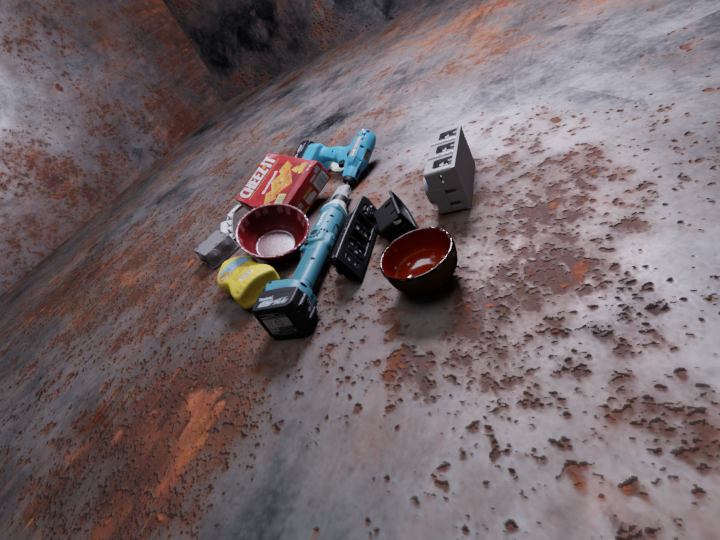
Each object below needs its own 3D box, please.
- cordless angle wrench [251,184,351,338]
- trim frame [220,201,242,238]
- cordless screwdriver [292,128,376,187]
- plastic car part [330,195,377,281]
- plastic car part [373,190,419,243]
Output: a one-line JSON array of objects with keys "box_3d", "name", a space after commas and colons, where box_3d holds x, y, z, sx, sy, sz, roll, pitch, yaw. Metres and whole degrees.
[{"box_3d": [-0.082, -0.053, 0.837, 0.101, 0.071, 0.427, -13, 36, 28], "name": "cordless angle wrench"}, {"box_3d": [-0.323, -0.168, 1.221, 0.185, 0.026, 0.260, -31, 35, 5], "name": "trim frame"}, {"box_3d": [-0.081, -0.280, 1.113, 0.262, 0.070, 0.160, 6, 68, 43], "name": "cordless screwdriver"}, {"box_3d": [-0.010, -0.059, 0.796, 0.068, 0.064, 0.205, -39, 23, 45], "name": "plastic car part"}, {"box_3d": [0.057, -0.091, 0.780, 0.071, 0.063, 0.121, -41, 27, 14], "name": "plastic car part"}]
